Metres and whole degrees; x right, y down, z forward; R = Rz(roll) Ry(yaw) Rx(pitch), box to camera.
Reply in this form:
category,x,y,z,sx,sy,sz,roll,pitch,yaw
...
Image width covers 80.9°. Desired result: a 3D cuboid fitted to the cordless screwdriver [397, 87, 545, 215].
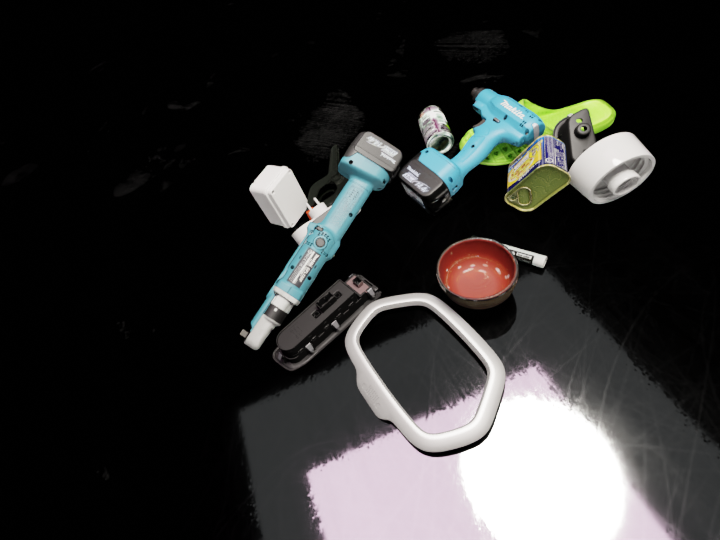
category,x,y,z,sx,sy,sz,roll,pitch,yaw
cordless screwdriver,0.181,-0.228,0.776,0.249,0.070,0.167,-38,57,5

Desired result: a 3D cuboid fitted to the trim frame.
category,x,y,z,sx,sy,sz,roll,pitch,yaw
trim frame,0.082,0.131,0.604,0.183,0.026,0.262,-35,51,-8

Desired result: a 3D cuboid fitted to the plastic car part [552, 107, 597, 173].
category,x,y,z,sx,sy,sz,roll,pitch,yaw
plastic car part,0.364,-0.216,0.705,0.067,0.069,0.117,-6,85,14

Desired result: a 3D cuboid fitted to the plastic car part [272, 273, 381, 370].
category,x,y,z,sx,sy,sz,roll,pitch,yaw
plastic car part,-0.060,0.077,0.682,0.202,0.064,0.070,-44,59,-11

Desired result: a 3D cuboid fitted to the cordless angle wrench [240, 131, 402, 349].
category,x,y,z,sx,sy,sz,roll,pitch,yaw
cordless angle wrench,-0.072,-0.047,0.741,0.098,0.074,0.423,32,81,0
